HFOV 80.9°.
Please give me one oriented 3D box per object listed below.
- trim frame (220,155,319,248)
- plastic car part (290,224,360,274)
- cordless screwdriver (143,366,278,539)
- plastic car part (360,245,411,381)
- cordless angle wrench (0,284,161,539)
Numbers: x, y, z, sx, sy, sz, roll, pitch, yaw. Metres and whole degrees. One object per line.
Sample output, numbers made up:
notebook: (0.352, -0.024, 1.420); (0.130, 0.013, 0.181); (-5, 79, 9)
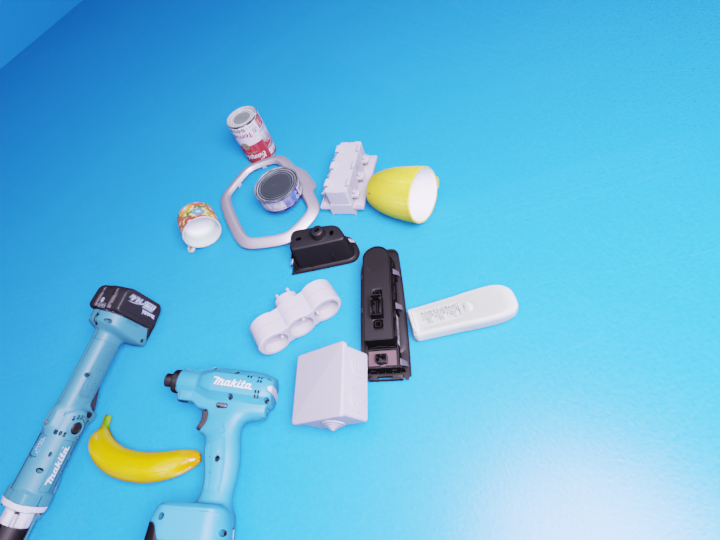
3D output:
trim frame: (-0.176, -0.136, 0.813); (0.184, 0.026, 0.262); (-33, 50, -2)
plastic car part: (-0.067, -0.044, 0.681); (0.119, 0.067, 0.068); (-11, 56, 17)
cordless screwdriver: (-0.203, 0.242, 0.523); (0.161, 0.072, 0.254); (3, 55, 7)
plastic car part: (0.026, 0.046, 0.593); (0.068, 0.063, 0.209); (-14, 51, 19)
cordless angle wrench: (-0.437, 0.228, 0.631); (0.077, 0.093, 0.428); (2, 62, 24)
